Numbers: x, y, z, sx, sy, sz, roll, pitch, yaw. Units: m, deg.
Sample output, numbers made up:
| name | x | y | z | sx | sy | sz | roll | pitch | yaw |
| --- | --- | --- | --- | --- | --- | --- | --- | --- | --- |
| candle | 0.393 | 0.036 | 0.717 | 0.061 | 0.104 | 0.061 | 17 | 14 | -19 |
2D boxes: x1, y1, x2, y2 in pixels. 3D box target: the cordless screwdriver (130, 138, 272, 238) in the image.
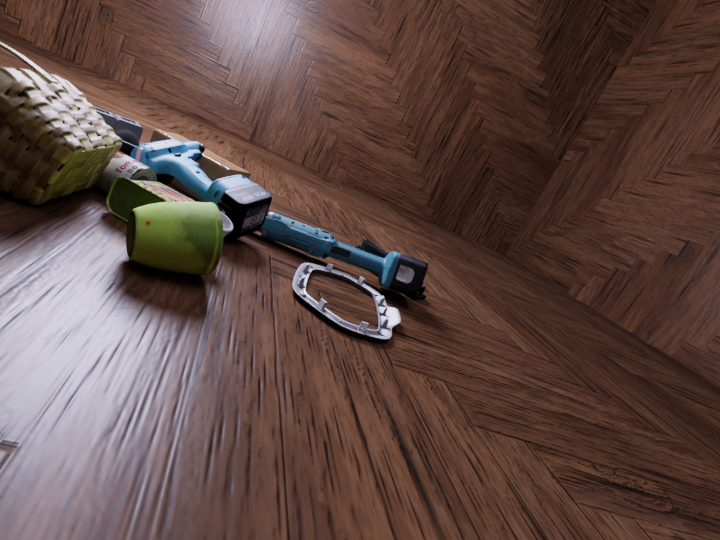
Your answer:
| name | x | y | z | sx | sy | sz | roll | pitch | yaw |
| --- | --- | --- | --- | --- | --- | --- | --- | --- | --- |
| cordless screwdriver | -0.270 | -0.165 | 0.767 | 0.256 | 0.074 | 0.156 | 33 | 32 | 13 |

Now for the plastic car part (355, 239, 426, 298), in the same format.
| name | x | y | z | sx | sy | sz | roll | pitch | yaw |
| --- | --- | --- | --- | --- | --- | --- | --- | --- | --- |
| plastic car part | 0.062 | -0.010 | 0.953 | 0.214 | 0.066 | 0.063 | 31 | 22 | 31 |

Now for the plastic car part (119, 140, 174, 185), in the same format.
| name | x | y | z | sx | sy | sz | roll | pitch | yaw |
| --- | --- | --- | --- | --- | --- | --- | --- | --- | --- |
| plastic car part | -0.427 | -0.202 | 0.823 | 0.110 | 0.066 | 0.075 | 18 | 1 | -40 |

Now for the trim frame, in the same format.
| name | x | y | z | sx | sy | sz | roll | pitch | yaw |
| --- | --- | --- | --- | --- | --- | --- | --- | --- | --- |
| trim frame | -0.022 | 0.040 | 0.696 | 0.183 | 0.027 | 0.251 | 25 | 12 | -5 |

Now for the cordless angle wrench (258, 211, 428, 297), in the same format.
| name | x | y | z | sx | sy | sz | roll | pitch | yaw |
| --- | --- | --- | --- | --- | --- | --- | --- | --- | --- |
| cordless angle wrench | -0.081 | -0.053 | 0.830 | 0.419 | 0.074 | 0.099 | 20 | -1 | -5 |
